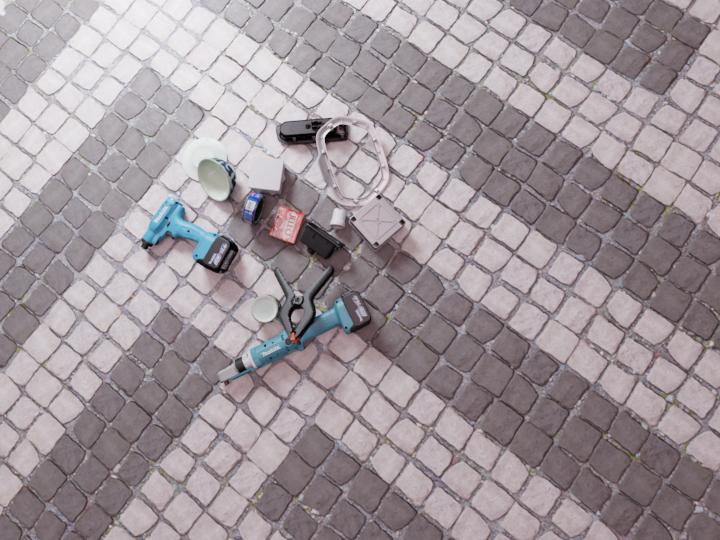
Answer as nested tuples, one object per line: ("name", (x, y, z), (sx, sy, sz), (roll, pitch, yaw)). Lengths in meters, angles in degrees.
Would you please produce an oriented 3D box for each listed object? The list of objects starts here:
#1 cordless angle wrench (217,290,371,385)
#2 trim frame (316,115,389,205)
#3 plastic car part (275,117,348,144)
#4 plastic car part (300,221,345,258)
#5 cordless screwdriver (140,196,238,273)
("cordless angle wrench", (-0.177, 0.181, 1.084), (0.424, 0.073, 0.099), (-27, 83, 2))
("trim frame", (-0.023, -0.294, 1.134), (0.183, 0.028, 0.246), (-18, 96, -5))
("plastic car part", (-0.137, -0.387, 1.166), (0.205, 0.066, 0.066), (-4, 91, 5))
("plastic car part", (-0.110, -0.072, 1.122), (0.119, 0.065, 0.071), (32, 99, 9))
("cordless screwdriver", (-0.465, -0.073, 1.137), (0.254, 0.073, 0.159), (33, 86, 11))
